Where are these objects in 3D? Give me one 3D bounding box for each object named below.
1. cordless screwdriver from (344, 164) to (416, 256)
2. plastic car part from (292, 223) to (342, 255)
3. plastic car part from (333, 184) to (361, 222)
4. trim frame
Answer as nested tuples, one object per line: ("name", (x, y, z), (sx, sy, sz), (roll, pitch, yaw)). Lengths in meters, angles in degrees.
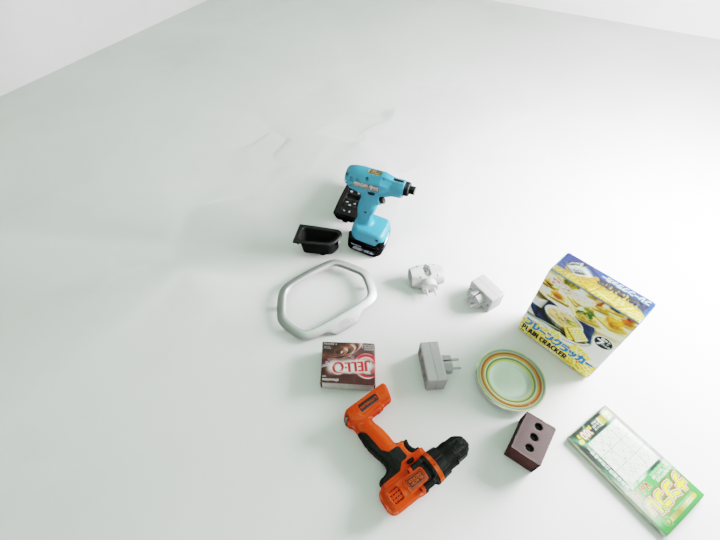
("cordless screwdriver", (0.044, -0.135, 1.010), (0.165, 0.240, 0.074), (20, 54, 16))
("plastic car part", (-0.105, -0.069, 1.079), (0.119, 0.068, 0.067), (10, 52, 11))
("plastic car part", (-0.017, -0.199, 1.181), (0.068, 0.065, 0.205), (11, 52, 11))
("trim frame", (-0.082, 0.065, 0.994), (0.244, 0.026, 0.194), (-29, 54, -18))
